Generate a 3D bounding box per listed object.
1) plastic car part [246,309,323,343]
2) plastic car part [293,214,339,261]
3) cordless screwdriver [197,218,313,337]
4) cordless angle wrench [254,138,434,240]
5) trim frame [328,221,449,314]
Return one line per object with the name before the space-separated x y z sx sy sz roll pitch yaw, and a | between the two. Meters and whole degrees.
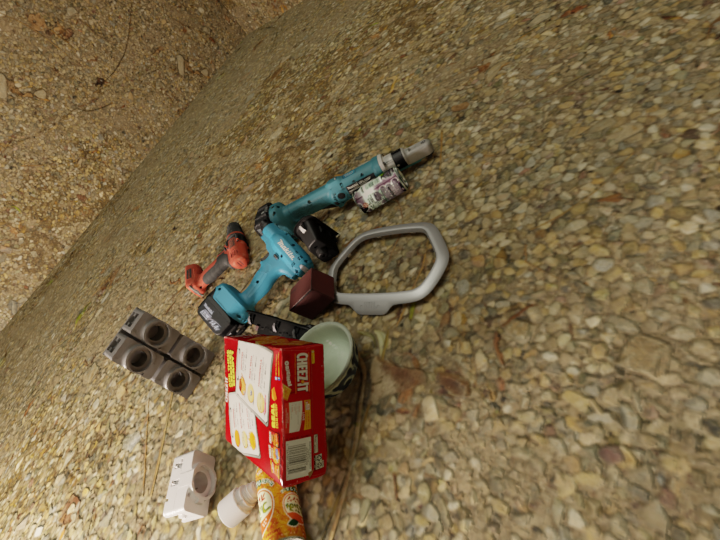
plastic car part | -0.135 0.114 0.768 0.213 0.062 0.067 1 66 43
plastic car part | -0.082 -0.054 0.843 0.066 0.110 0.074 -35 62 12
cordless screwdriver | -0.234 0.015 0.895 0.248 0.071 0.166 -44 65 -1
cordless angle wrench | -0.043 -0.176 0.927 0.432 0.093 0.077 -24 38 20
trim frame | 0.040 -0.007 0.747 0.260 0.026 0.186 -5 52 37
